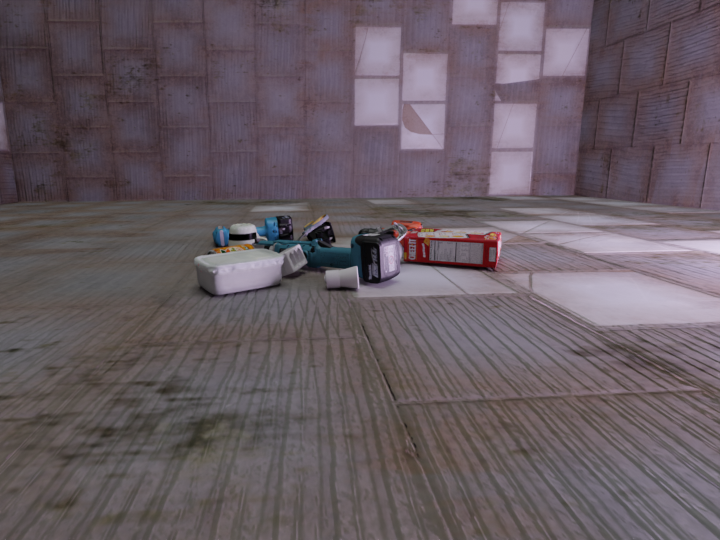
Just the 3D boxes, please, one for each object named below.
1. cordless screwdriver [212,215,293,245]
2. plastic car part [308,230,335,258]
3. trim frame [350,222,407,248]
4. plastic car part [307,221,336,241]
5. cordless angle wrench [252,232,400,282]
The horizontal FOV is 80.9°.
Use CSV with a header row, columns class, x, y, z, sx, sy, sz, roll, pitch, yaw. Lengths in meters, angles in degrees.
class,x,y,z,sx,sy,sz,roll,pitch,yaw
cordless screwdriver,-0.343,-0.126,1.342,0.243,0.073,0.165,-9,15,-16
plastic car part,-0.112,-0.073,1.145,0.066,0.066,0.208,-20,14,-10
trim frame,0.026,-0.065,1.042,0.185,0.027,0.253,-31,15,5
plastic car part,-0.135,-0.119,1.346,0.069,0.064,0.122,-21,17,-21
cordless angle wrench,-0.110,-0.040,0.977,0.445,0.097,0.071,6,13,40
